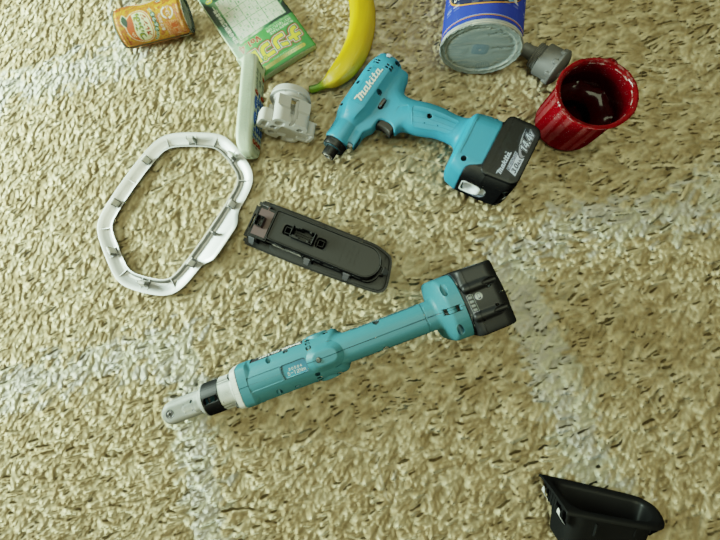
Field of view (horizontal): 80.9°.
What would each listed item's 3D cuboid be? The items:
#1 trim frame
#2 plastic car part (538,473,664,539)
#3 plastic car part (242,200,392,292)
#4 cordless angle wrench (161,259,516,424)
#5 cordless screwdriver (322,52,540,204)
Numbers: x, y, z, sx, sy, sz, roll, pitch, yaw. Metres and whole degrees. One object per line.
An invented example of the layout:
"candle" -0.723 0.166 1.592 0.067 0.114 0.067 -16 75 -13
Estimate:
"trim frame" -0.257 -0.086 0.585 0.187 0.027 0.248 32 82 9
"plastic car part" 0.259 0.281 0.459 0.117 0.066 0.070 13 97 2
"plastic car part" -0.053 -0.035 0.543 0.205 0.066 0.066 23 75 5
"cordless angle wrench" -0.042 0.100 0.502 0.425 0.096 0.075 -21 85 4
"cordless screwdriver" 0.082 -0.166 0.550 0.255 0.072 0.159 32 84 13
